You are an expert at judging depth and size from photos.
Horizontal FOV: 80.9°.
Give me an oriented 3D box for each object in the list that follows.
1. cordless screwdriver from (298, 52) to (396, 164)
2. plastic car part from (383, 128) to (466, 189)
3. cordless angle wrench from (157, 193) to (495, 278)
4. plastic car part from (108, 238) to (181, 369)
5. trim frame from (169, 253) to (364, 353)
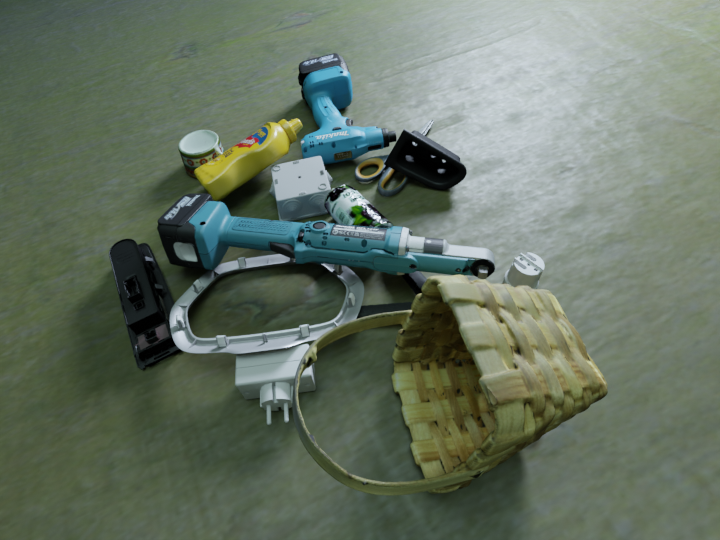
[{"bbox_3d":[-0.034,-0.295,0.768,0.160,0.071,0.258,-10,56,3],"label":"cordless screwdriver"},{"bbox_3d":[0.107,-0.180,0.667,0.116,0.066,0.071,26,42,-3],"label":"plastic car part"},{"bbox_3d":[-0.053,-0.035,0.545,0.434,0.072,0.099,7,40,15],"label":"cordless angle wrench"},{"bbox_3d":[-0.301,0.028,0.571,0.066,0.064,0.214,-31,53,-9],"label":"plastic car part"},{"bbox_3d":[-0.119,0.034,0.536,0.249,0.026,0.191,-7,39,-1],"label":"trim frame"}]
